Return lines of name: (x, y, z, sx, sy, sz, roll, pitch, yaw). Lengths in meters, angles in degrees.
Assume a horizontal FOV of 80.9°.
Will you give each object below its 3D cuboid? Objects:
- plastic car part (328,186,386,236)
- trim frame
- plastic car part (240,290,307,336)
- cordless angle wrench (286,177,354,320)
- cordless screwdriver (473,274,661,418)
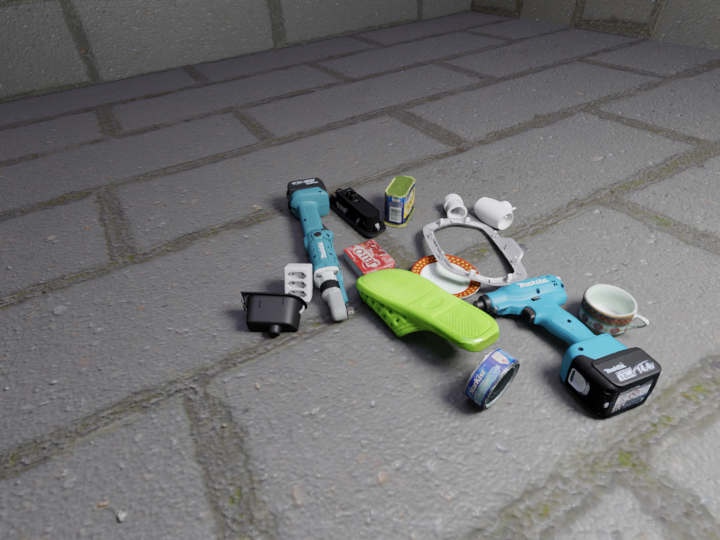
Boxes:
plastic car part: (-0.008, -0.150, 1.007, 0.064, 0.065, 0.214, -16, 43, -26)
trim frame: (0.230, -0.048, 0.862, 0.182, 0.027, 0.257, 1, 33, -8)
plastic car part: (-0.157, 0.082, 0.751, 0.118, 0.064, 0.073, 4, 55, 4)
cordless angle wrench: (-0.088, -0.057, 0.899, 0.097, 0.072, 0.442, -11, 42, -8)
cordless screwdriver: (0.304, 0.103, 0.662, 0.157, 0.072, 0.260, -13, 37, -10)
